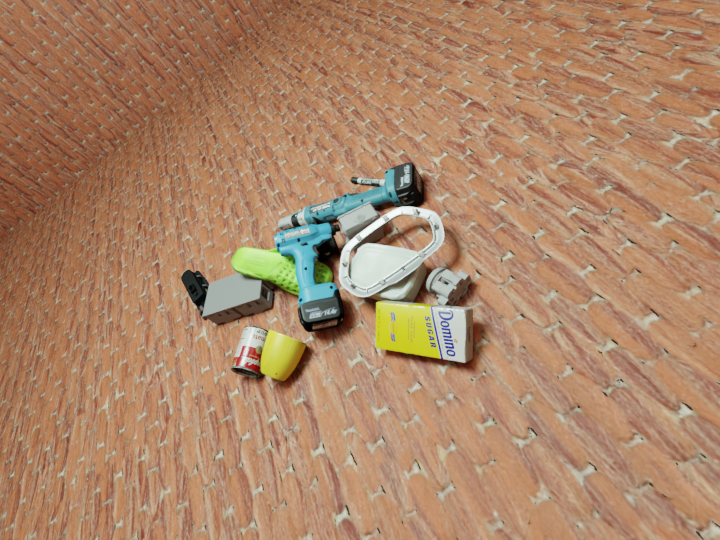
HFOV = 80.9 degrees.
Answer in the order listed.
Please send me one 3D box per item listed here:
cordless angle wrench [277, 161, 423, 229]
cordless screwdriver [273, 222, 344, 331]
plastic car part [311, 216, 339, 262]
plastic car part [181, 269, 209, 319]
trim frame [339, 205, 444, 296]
[{"bbox_3d":[-0.049,-0.169,1.110,0.438,0.070,0.100,-13,52,29],"label":"cordless angle wrench"},{"bbox_3d":[-0.093,0.004,0.959,0.157,0.072,0.258,-16,64,-9],"label":"cordless screwdriver"},{"bbox_3d":[-0.106,-0.069,1.085,0.072,0.062,0.122,-40,46,23],"label":"plastic car part"},{"bbox_3d":[-0.482,0.058,1.242,0.066,0.063,0.215,-50,43,1],"label":"plastic car part"},{"bbox_3d":[0.057,-0.046,0.891,0.249,0.026,0.194,-34,46,6],"label":"trim frame"}]
